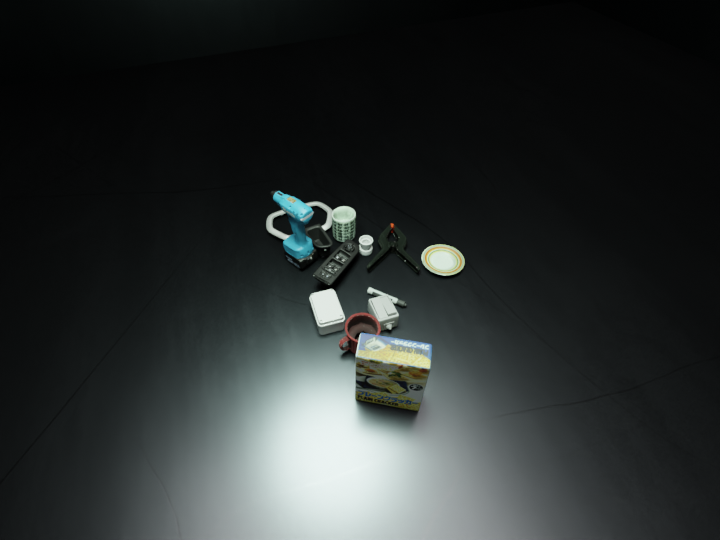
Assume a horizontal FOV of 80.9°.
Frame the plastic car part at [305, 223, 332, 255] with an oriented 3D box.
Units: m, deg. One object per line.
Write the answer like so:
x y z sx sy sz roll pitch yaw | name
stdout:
-0.136 -0.089 1.387 0.065 0.068 0.123 -22 50 -18 | plastic car part

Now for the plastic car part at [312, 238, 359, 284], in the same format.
-0.067 -0.019 1.321 0.069 0.065 0.202 23 53 20 | plastic car part

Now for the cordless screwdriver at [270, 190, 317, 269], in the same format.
-0.211 -0.129 1.313 0.167 0.240 0.073 36 56 28 | cordless screwdriver

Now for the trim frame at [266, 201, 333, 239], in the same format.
-0.213 -0.179 1.504 0.244 0.026 0.194 -21 50 -15 | trim frame
